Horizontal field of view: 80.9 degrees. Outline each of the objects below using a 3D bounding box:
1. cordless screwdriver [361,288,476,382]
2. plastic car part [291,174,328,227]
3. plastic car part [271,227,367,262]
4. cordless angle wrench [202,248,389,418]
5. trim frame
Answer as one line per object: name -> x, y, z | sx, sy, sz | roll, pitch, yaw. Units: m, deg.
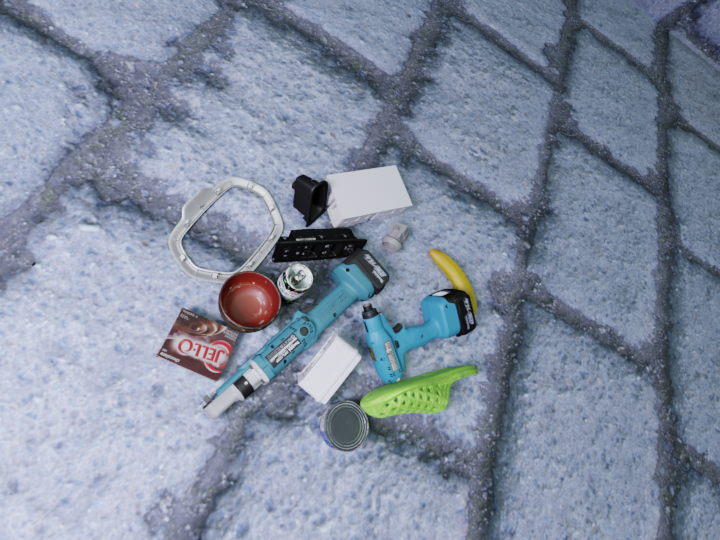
cordless screwdriver -> 0.115, 0.103, 0.868 | 0.242, 0.077, 0.157 | -25, 100, -27
plastic car part -> -0.113, -0.160, 0.890 | 0.073, 0.114, 0.065 | 33, 57, 16
plastic car part -> -0.086, -0.057, 0.884 | 0.196, 0.065, 0.070 | -1, 45, -22
cordless angle wrench -> -0.113, 0.116, 0.793 | 0.098, 0.075, 0.417 | 48, 62, 1
trim frame -> -0.261, -0.085, 0.839 | 0.183, 0.028, 0.248 | 36, 62, -4
